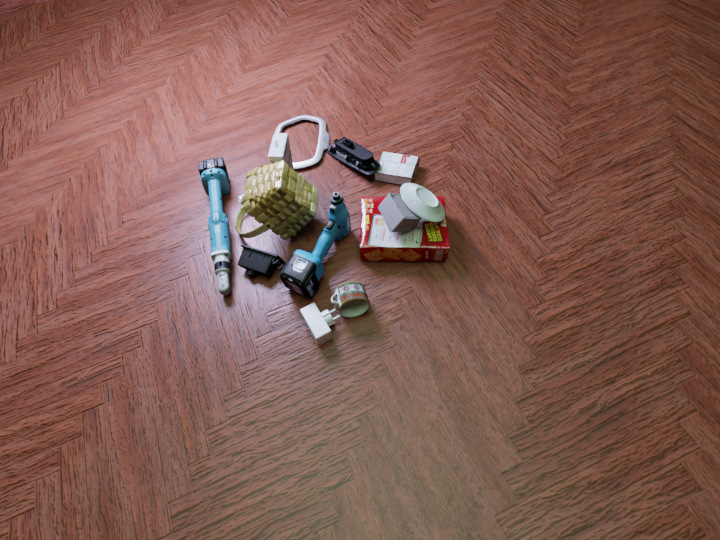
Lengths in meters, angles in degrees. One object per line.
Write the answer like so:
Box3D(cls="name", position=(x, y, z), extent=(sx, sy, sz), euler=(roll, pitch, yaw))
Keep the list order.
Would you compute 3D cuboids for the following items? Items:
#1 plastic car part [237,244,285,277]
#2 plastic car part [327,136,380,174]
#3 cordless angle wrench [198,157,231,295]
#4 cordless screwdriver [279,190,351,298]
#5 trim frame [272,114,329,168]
Box3D(cls="plastic car part", position=(-0.262, -0.016, 1.078), extent=(0.120, 0.063, 0.071), euler=(14, 73, 18))
Box3D(cls="plastic car part", position=(-0.019, -0.347, 1.244), extent=(0.065, 0.064, 0.214), euler=(-31, 52, -22))
Box3D(cls="cordless angle wrench", position=(-0.385, -0.126, 1.147), extent=(0.074, 0.095, 0.439), euler=(-12, 59, -7))
Box3D(cls="cordless screwdriver", position=(-0.101, -0.066, 1.028), extent=(0.077, 0.153, 0.249), euler=(23, 64, 17))
Box3D(cls="trim frame", position=(-0.191, -0.412, 1.346), extent=(0.187, 0.026, 0.255), euler=(-1, 55, 7))
